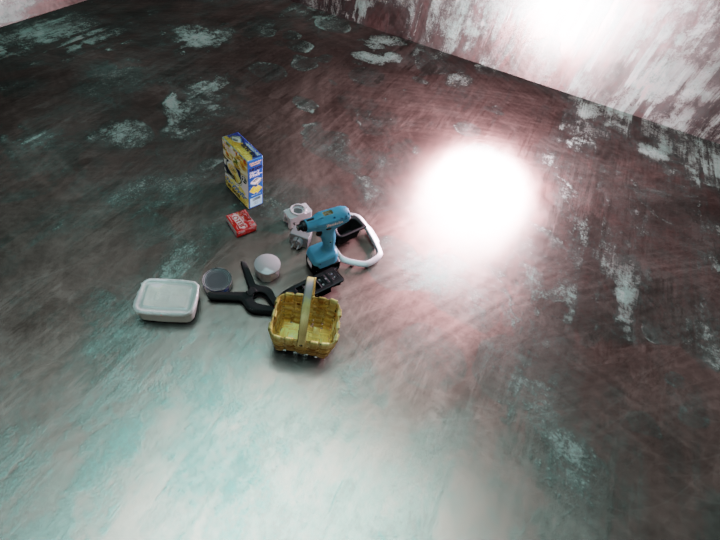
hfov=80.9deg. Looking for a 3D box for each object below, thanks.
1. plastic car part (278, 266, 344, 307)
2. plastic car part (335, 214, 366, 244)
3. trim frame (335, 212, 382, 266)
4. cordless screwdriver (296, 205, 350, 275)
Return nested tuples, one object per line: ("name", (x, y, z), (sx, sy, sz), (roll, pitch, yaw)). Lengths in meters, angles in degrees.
("plastic car part", (-0.150, 0.061, 1.250), (0.198, 0.065, 0.069), (-24, 58, -25))
("plastic car part", (-0.048, -0.126, 1.420), (0.114, 0.069, 0.069), (-31, 62, -29))
("trim frame", (-0.026, -0.108, 1.435), (0.180, 0.027, 0.260), (-15, 54, -19))
("cordless screwdriver", (-0.123, -0.080, 1.257), (0.155, 0.243, 0.078), (-19, 57, -25))
